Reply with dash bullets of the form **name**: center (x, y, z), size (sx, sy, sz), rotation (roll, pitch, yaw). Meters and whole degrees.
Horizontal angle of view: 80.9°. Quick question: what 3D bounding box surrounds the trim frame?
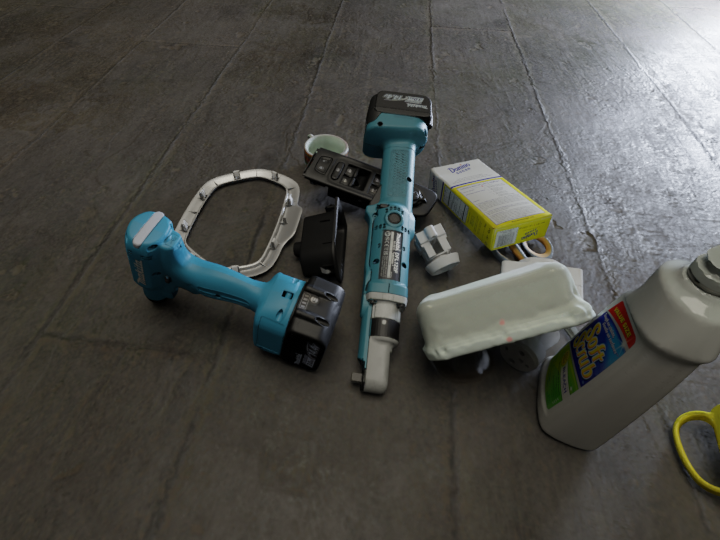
- **trim frame**: center (-0.184, -0.084, 0.655), size (0.186, 0.027, 0.253), rotation (7, 47, 5)

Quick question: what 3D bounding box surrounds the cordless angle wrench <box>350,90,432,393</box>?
- **cordless angle wrench**: center (0.038, -0.057, 0.558), size (0.098, 0.073, 0.431), rotation (7, 63, 0)

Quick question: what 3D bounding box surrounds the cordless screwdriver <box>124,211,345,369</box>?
- **cordless screwdriver**: center (-0.152, 0.035, 0.497), size (0.249, 0.158, 0.075), rotation (24, 53, -1)

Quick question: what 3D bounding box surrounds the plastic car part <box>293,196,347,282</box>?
- **plastic car part**: center (-0.058, -0.038, 0.598), size (0.073, 0.063, 0.119), rotation (-4, 51, 14)

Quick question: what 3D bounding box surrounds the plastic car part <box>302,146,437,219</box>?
- **plastic car part**: center (0.013, -0.121, 0.657), size (0.208, 0.065, 0.067), rotation (19, 54, 11)
